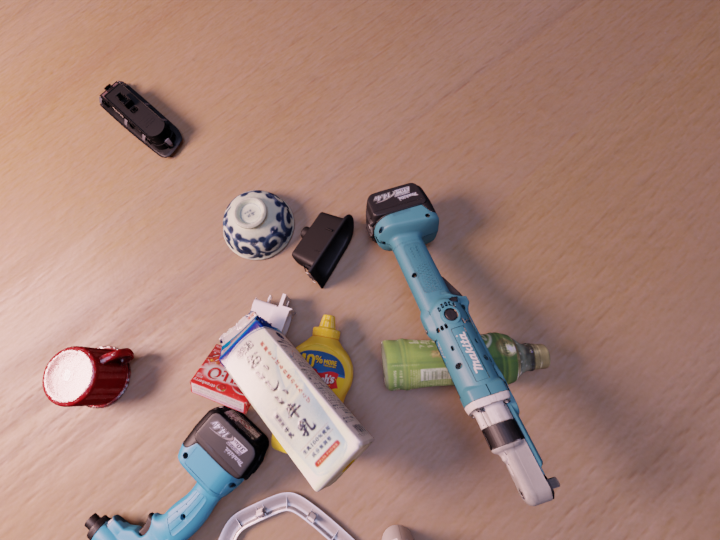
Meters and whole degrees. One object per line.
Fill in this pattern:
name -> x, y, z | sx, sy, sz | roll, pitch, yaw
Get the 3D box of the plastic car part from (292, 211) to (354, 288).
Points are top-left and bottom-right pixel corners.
plastic car part -> -0.065, -0.043, 0.670 | 0.074, 0.063, 0.117 | 21, 72, 23

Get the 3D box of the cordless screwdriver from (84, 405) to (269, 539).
cordless screwdriver -> -0.247, 0.298, 0.569 | 0.163, 0.072, 0.248 | 32, 82, 13

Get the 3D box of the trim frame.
trim frame -> -0.079, 0.412, 0.540 | 0.255, 0.027, 0.184 | 35, 80, 13

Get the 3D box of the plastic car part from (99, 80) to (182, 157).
plastic car part -> -0.407, -0.288, 0.776 | 0.208, 0.066, 0.066 | 41, 72, 12

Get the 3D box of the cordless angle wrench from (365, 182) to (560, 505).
cordless angle wrench -> 0.115, 0.066, 0.550 | 0.097, 0.072, 0.441 | -18, 58, -6
